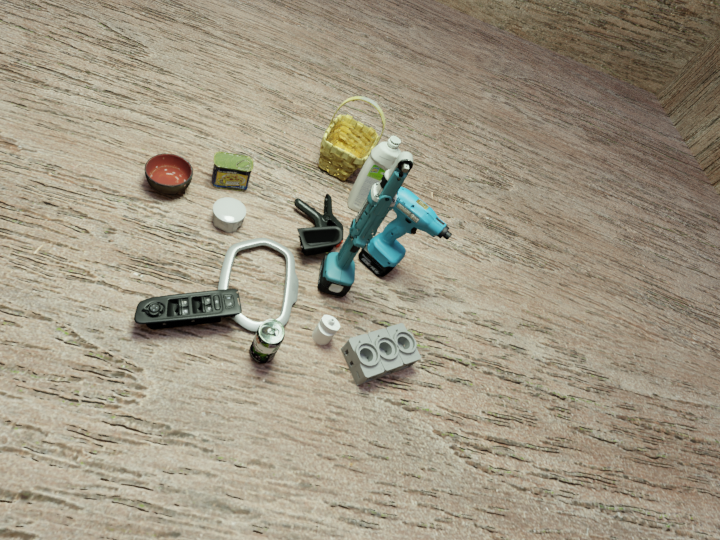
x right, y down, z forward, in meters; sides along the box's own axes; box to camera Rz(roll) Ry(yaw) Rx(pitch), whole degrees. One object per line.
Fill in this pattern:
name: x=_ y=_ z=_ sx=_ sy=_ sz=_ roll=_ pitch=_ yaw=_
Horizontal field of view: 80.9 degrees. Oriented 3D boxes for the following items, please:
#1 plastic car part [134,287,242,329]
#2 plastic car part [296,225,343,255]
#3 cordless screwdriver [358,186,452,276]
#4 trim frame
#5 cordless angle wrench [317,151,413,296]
plastic car part: x=-0.349 y=0.082 z=0.860 sx=0.196 sy=0.067 sz=0.069 roll=-3 pitch=57 yaw=-23
plastic car part: x=-0.104 y=-0.068 z=1.064 sx=0.112 sy=0.070 sz=0.069 roll=-6 pitch=59 yaw=-26
cordless screwdriver: x=0.103 y=-0.073 z=1.031 sx=0.163 sy=0.248 sz=0.073 roll=43 pitch=50 yaw=9
trim frame: x=-0.230 y=0.026 z=0.973 sx=0.180 sy=0.027 sz=0.256 roll=9 pitch=52 yaw=-14
cordless angle wrench: x=0.006 y=-0.088 z=0.891 sx=0.073 sy=0.421 sz=0.100 roll=17 pitch=52 yaw=-14
